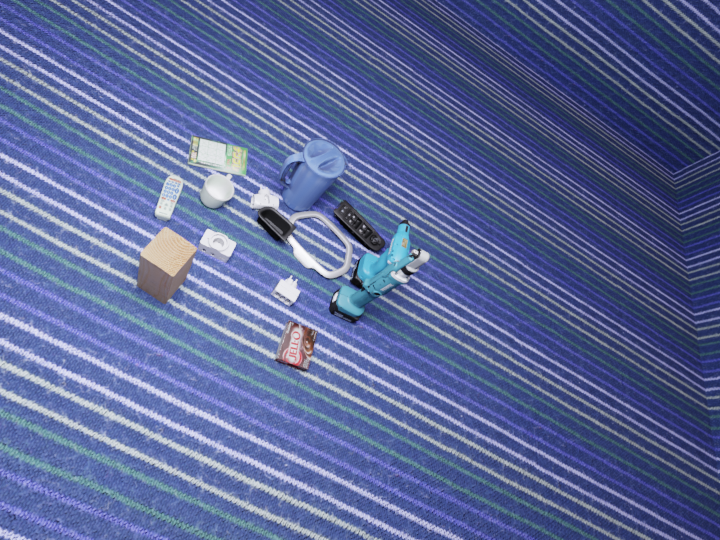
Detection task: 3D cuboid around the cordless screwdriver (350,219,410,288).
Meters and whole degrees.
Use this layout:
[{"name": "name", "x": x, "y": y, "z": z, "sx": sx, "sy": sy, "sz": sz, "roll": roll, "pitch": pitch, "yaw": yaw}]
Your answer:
[{"name": "cordless screwdriver", "x": 0.066, "y": -0.042, "z": 1.268, "sx": 0.072, "sy": 0.252, "sz": 0.161, "roll": 27, "pitch": 58, "yaw": -17}]

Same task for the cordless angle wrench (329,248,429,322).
[{"name": "cordless angle wrench", "x": 0.047, "y": 0.039, "z": 1.111, "sx": 0.095, "sy": 0.429, "sz": 0.075, "roll": 28, "pitch": 58, "yaw": -16}]

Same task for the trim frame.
[{"name": "trim frame", "x": -0.130, "y": -0.085, "z": 1.330, "sx": 0.249, "sy": 0.028, "sz": 0.182, "roll": 45, "pitch": 55, "yaw": 0}]

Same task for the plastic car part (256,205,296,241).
[{"name": "plastic car part", "x": -0.262, "y": -0.136, "z": 1.266, "sx": 0.116, "sy": 0.072, "sz": 0.065, "roll": 41, "pitch": 55, "yaw": -4}]

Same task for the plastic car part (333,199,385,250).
[{"name": "plastic car part", "x": -0.009, "y": -0.135, "z": 1.389, "sx": 0.202, "sy": 0.068, "sz": 0.066, "roll": 42, "pitch": 55, "yaw": -2}]
